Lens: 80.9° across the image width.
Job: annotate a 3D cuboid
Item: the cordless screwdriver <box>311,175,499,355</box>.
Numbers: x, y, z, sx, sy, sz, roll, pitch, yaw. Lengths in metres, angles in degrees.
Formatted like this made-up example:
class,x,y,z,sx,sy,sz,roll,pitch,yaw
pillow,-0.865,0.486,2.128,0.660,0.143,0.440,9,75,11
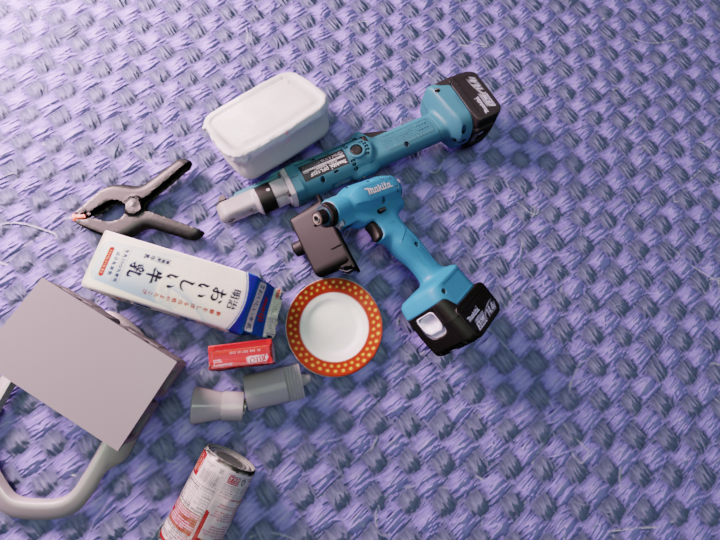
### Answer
class,x,y,z,sx,sy,sz,roll,pitch,yaw
cordless screwdriver,0.053,-0.009,0.543,0.154,0.075,0.254,-26,75,-43

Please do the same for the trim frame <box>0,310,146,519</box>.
class,x,y,z,sx,sy,sz,roll,pitch,yaw
trim frame,-0.358,0.168,0.518,0.185,0.027,0.250,21,73,2

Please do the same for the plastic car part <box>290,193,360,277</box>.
class,x,y,z,sx,sy,sz,roll,pitch,yaw
plastic car part,-0.057,-0.037,0.583,0.071,0.064,0.119,-31,77,2

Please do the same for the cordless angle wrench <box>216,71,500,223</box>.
class,x,y,z,sx,sy,sz,roll,pitch,yaw
cordless angle wrench,-0.007,-0.163,0.612,0.420,0.073,0.101,-25,73,-7
